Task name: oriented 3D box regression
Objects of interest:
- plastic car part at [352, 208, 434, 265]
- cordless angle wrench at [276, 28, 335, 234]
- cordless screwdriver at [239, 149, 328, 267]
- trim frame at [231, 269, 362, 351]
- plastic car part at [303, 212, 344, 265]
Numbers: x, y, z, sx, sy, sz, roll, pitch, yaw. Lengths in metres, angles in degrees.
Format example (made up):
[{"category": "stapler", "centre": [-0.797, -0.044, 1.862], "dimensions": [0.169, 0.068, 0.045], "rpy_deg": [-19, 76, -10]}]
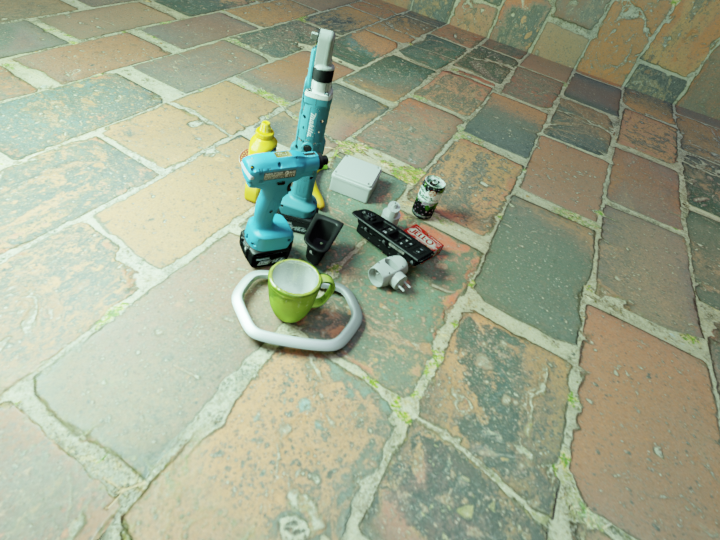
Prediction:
[{"category": "plastic car part", "centre": [0.063, -0.071, 0.948], "dimensions": [0.064, 0.066, 0.212], "rpy_deg": [-28, 58, -36]}, {"category": "cordless angle wrench", "centre": [-0.103, -0.254, 0.840], "dimensions": [0.097, 0.416, 0.076], "rpy_deg": [16, 44, -4]}, {"category": "cordless screwdriver", "centre": [-0.153, -0.121, 0.817], "dimensions": [0.154, 0.244, 0.078], "rpy_deg": [-13, 53, -29]}, {"category": "trim frame", "centre": [-0.117, 0.068, 0.791], "dimensions": [0.246, 0.027, 0.190], "rpy_deg": [7, 44, -7]}, {"category": "plastic car part", "centre": [-0.087, -0.057, 0.894], "dimensions": [0.067, 0.070, 0.117], "rpy_deg": [20, 44, 3]}]
